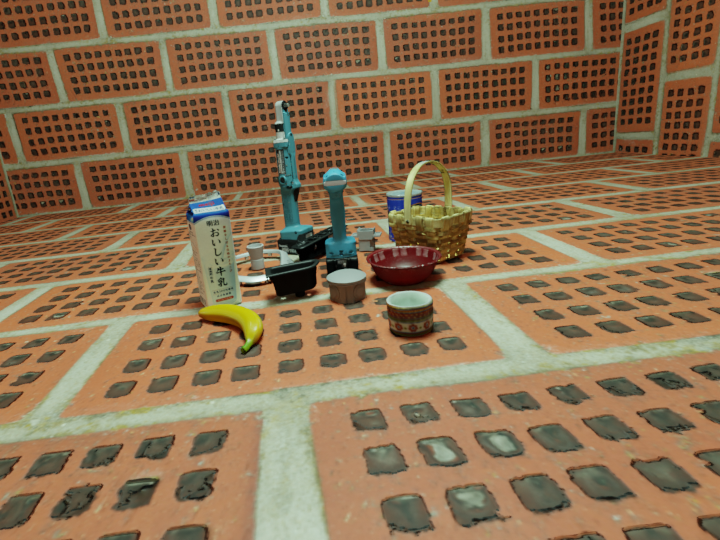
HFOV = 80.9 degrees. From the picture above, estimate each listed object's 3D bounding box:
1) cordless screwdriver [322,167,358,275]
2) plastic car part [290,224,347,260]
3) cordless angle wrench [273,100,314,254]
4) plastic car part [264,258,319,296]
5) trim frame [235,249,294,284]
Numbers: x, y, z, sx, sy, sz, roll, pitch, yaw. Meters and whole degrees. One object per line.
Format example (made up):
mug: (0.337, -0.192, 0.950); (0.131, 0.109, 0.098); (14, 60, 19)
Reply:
cordless screwdriver: (-0.052, -0.117, 0.999); (0.074, 0.244, 0.162); (-5, 16, -1)
plastic car part: (-0.115, -0.075, 1.175); (0.070, 0.066, 0.197); (7, 22, 36)
cordless angle wrench: (-0.202, -0.256, 1.191); (0.102, 0.415, 0.072); (5, 18, 31)
plastic car part: (-0.139, 0.022, 0.888); (0.115, 0.069, 0.068); (-8, 17, -8)
trim frame: (-0.264, -0.012, 1.096); (0.183, 0.027, 0.255); (-8, 19, -7)
